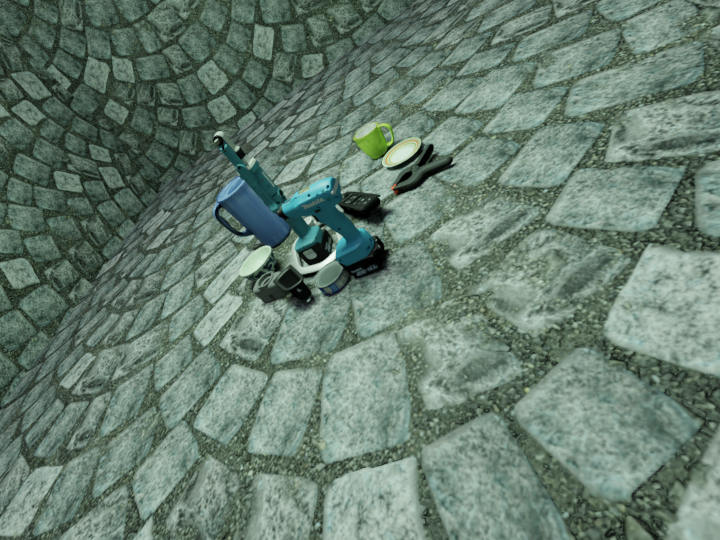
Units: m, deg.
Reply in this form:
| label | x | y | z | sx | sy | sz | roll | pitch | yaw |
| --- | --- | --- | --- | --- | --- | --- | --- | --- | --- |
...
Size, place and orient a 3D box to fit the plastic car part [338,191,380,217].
| label | x | y | z | sx | sy | sz | roll | pitch | yaw |
| --- | --- | --- | --- | --- | --- | --- | --- | --- | --- |
| plastic car part | -0.008 | -0.183 | 1.175 | 0.066 | 0.064 | 0.214 | -46 | 32 | -10 |

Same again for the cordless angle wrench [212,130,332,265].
| label | x | y | z | sx | sy | sz | roll | pitch | yaw |
| --- | --- | --- | --- | --- | --- | --- | --- | --- | --- |
| cordless angle wrench | -0.222 | -0.184 | 1.081 | 0.076 | 0.403 | 0.100 | -25 | 32 | 25 |

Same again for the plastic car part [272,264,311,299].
| label | x | y | z | sx | sy | sz | roll | pitch | yaw |
| --- | --- | --- | --- | --- | --- | --- | --- | --- | --- |
| plastic car part | -0.162 | 0.041 | 1.063 | 0.066 | 0.067 | 0.122 | -46 | 32 | -9 |

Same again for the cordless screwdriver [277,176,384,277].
| label | x | y | z | sx | sy | sz | roll | pitch | yaw |
| --- | --- | --- | --- | --- | --- | --- | --- | --- | --- |
| cordless screwdriver | -0.063 | -0.087 | 0.955 | 0.164 | 0.237 | 0.075 | -20 | 35 | 31 |

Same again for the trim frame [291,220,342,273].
| label | x | y | z | sx | sy | sz | roll | pitch | yaw |
| --- | --- | --- | --- | --- | --- | --- | --- | --- | --- |
| trim frame | -0.117 | -0.076 | 1.196 | 0.185 | 0.026 | 0.259 | -35 | 33 | 9 |
